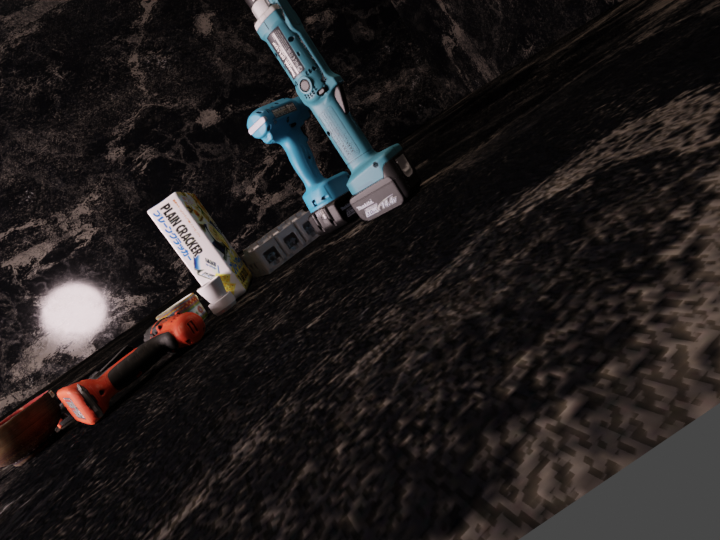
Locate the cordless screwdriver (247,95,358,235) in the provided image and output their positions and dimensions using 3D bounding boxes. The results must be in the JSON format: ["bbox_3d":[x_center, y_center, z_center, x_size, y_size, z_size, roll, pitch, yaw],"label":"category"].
[{"bbox_3d":[-0.080,-0.198,0.763,0.076,0.245,0.157,-26,12,44],"label":"cordless screwdriver"}]

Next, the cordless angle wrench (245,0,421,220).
[{"bbox_3d":[-0.064,-0.271,0.610,0.101,0.417,0.073,-27,10,40],"label":"cordless angle wrench"}]
